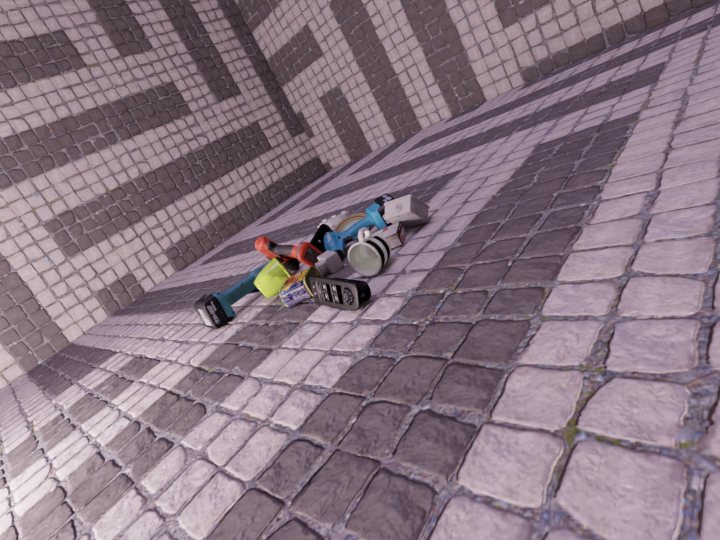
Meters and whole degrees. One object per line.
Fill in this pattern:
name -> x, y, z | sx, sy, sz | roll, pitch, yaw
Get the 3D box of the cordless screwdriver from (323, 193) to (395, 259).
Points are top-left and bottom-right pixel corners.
cordless screwdriver -> 0.007, -0.119, 1.236 | 0.250, 0.071, 0.165 | -32, 26, 5

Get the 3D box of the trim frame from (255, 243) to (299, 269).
trim frame -> -0.288, -0.036, 1.530 | 0.253, 0.027, 0.185 | -22, 19, 17

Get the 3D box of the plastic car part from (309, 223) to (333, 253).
plastic car part -> -0.133, -0.087, 1.357 | 0.071, 0.065, 0.118 | -46, 17, 45

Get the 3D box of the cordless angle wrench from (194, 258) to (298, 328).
cordless angle wrench -> -0.312, 0.025, 1.312 | 0.078, 0.095, 0.415 | -7, 25, 48

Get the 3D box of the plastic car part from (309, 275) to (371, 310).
plastic car part -> -0.041, 0.045, 0.903 | 0.065, 0.066, 0.211 | -8, 6, -27
